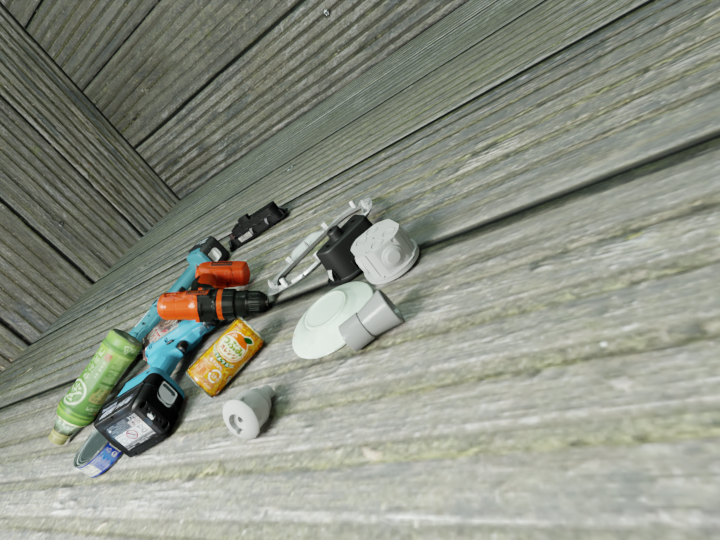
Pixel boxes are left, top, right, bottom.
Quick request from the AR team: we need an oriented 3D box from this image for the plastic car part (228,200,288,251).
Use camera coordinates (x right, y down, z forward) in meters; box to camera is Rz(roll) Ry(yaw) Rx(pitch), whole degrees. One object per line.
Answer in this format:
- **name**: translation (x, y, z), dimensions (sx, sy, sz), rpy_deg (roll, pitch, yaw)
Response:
- **plastic car part**: translation (-0.276, -0.125, 1.110), dimensions (0.208, 0.065, 0.067), rpy_deg (-22, 21, 25)

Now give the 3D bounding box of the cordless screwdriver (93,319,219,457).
- **cordless screwdriver**: translation (-0.305, 0.157, 0.679), dimensions (0.160, 0.072, 0.256), rpy_deg (-34, 22, 7)

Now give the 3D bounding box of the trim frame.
- **trim frame**: translation (-0.072, -0.047, 0.731), dimensions (0.247, 0.027, 0.190), rpy_deg (-48, 17, -14)

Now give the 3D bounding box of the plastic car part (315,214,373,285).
- **plastic car part**: translation (-0.017, -0.039, 0.623), dimensions (0.115, 0.068, 0.069), rpy_deg (-42, 23, -15)

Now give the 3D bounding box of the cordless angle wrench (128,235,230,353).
- **cordless angle wrench**: translation (-0.461, 0.089, 0.994), dimensions (0.102, 0.071, 0.425), rpy_deg (-16, 36, 41)
